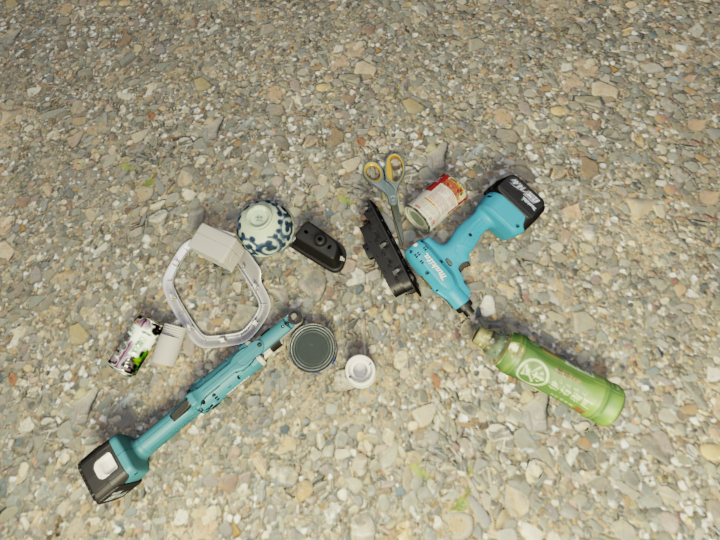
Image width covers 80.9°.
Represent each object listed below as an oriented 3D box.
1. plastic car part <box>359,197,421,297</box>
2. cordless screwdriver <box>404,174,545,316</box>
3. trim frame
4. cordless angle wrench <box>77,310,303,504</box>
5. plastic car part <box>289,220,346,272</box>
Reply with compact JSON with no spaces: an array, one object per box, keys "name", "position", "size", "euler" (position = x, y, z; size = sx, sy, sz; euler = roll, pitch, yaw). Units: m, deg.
[{"name":"plastic car part","position":[0.047,-0.034,0.788],"size":[0.067,0.064,0.210],"euler":[-31,69,4]},{"name":"cordless screwdriver","position":[0.221,-0.046,0.765],"size":[0.248,0.073,0.162],"euler":[-39,82,-5]},{"name":"trim frame","position":[-0.282,0.034,0.823],"size":[0.183,0.026,0.258],"euler":[-36,68,-8]},{"name":"cordless angle wrench","position":[-0.266,0.212,0.727],"size":[0.420,0.095,0.077],"euler":[-40,73,-13]},{"name":"plastic car part","position":[-0.079,-0.052,0.806],"size":[0.121,0.068,0.066],"euler":[33,78,19]}]
